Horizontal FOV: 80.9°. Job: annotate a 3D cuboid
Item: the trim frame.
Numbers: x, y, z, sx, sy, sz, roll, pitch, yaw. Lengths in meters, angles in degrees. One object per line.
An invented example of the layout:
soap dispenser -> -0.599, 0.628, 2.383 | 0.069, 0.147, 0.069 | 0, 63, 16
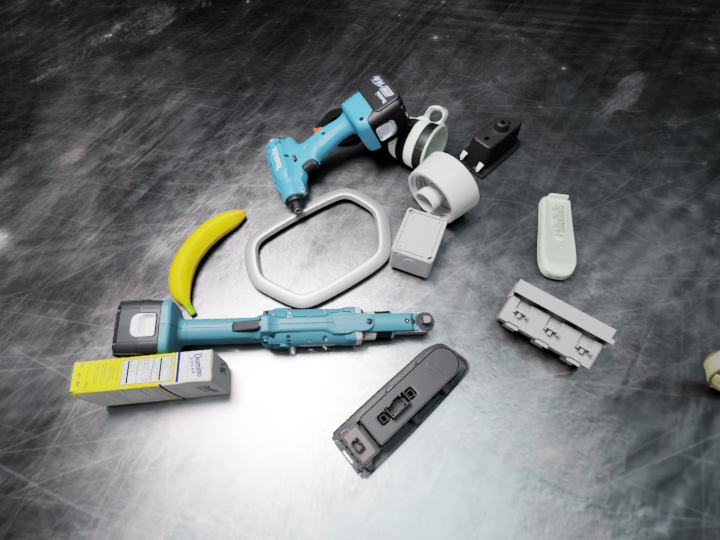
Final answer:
trim frame -> -0.066, -0.043, 0.678 | 0.246, 0.026, 0.192 | -32, 64, -11

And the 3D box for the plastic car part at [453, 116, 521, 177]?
plastic car part -> 0.231, -0.227, 0.731 | 0.115, 0.069, 0.069 | -38, 68, -13

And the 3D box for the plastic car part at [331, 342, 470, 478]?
plastic car part -> 0.056, 0.161, 0.535 | 0.200, 0.064, 0.070 | -37, 59, -18

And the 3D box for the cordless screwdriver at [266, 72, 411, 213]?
cordless screwdriver -> -0.039, -0.205, 0.702 | 0.252, 0.070, 0.166 | -27, 57, 13

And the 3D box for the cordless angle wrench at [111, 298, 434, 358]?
cordless angle wrench -> -0.112, 0.079, 0.583 | 0.422, 0.096, 0.076 | -2, 70, -1
